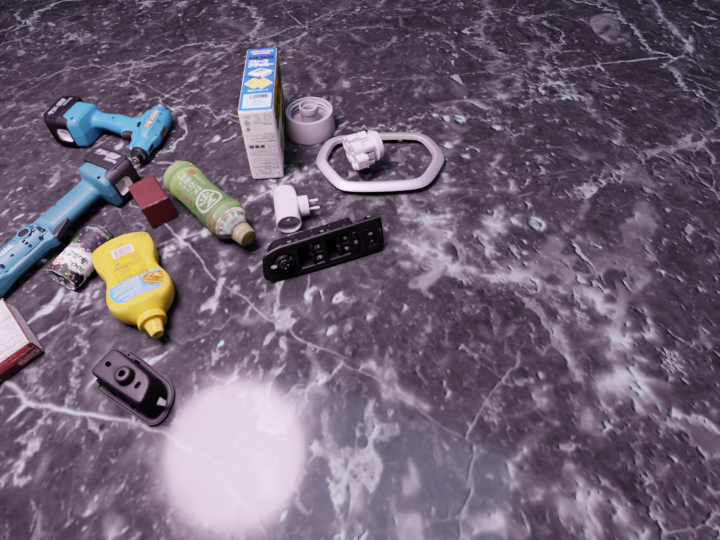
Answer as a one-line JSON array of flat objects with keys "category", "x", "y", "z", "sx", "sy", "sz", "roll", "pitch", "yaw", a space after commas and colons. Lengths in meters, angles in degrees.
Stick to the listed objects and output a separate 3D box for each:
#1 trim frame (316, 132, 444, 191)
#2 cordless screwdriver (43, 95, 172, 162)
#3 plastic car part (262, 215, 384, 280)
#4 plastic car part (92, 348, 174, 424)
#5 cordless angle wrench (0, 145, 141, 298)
[{"category": "trim frame", "x": 0.037, "y": -0.218, "z": 0.830, "sx": 0.250, "sy": 0.026, "sz": 0.190, "roll": -4, "pitch": 54, "yaw": 4}, {"category": "cordless screwdriver", "x": -0.547, "y": -0.299, "z": 0.909, "sx": 0.251, "sy": 0.072, "sz": 0.163, "roll": 6, "pitch": 54, "yaw": 4}, {"category": "plastic car part", "x": -0.067, "y": -0.044, "z": 0.684, "sx": 0.200, "sy": 0.064, "sz": 0.071, "roll": -21, "pitch": 46, "yaw": -12}, {"category": "plastic car part", "x": -0.303, "y": 0.145, "z": 0.555, "sx": 0.121, "sy": 0.068, "sz": 0.066, "roll": 23, "pitch": 59, "yaw": 22}, {"category": "cordless angle wrench", "x": -0.557, "y": -0.049, "z": 0.724, "sx": 0.101, "sy": 0.072, "sz": 0.423, "roll": 20, "pitch": 59, "yaw": 17}]
